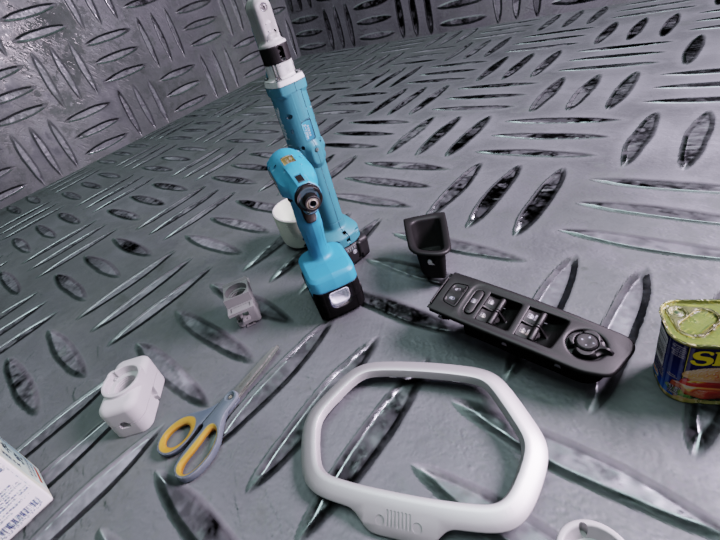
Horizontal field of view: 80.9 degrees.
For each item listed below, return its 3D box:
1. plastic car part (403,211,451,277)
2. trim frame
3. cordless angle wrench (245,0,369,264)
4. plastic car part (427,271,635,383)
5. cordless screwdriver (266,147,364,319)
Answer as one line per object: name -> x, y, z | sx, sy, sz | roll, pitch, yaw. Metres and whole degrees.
plastic car part -> 0.106, -0.030, 0.642 | 0.067, 0.068, 0.119 | -11, 36, 11
trim frame -> 0.053, 0.171, 0.435 | 0.257, 0.026, 0.186 | -3, 39, 23
cordless angle wrench -> -0.083, -0.185, 0.647 | 0.073, 0.405, 0.104 | -33, 36, -22
plastic car part -> 0.181, 0.070, 0.476 | 0.215, 0.064, 0.065 | 19, 49, 41
cordless screwdriver -> -0.057, -0.037, 0.582 | 0.074, 0.238, 0.167 | -23, 34, -8
